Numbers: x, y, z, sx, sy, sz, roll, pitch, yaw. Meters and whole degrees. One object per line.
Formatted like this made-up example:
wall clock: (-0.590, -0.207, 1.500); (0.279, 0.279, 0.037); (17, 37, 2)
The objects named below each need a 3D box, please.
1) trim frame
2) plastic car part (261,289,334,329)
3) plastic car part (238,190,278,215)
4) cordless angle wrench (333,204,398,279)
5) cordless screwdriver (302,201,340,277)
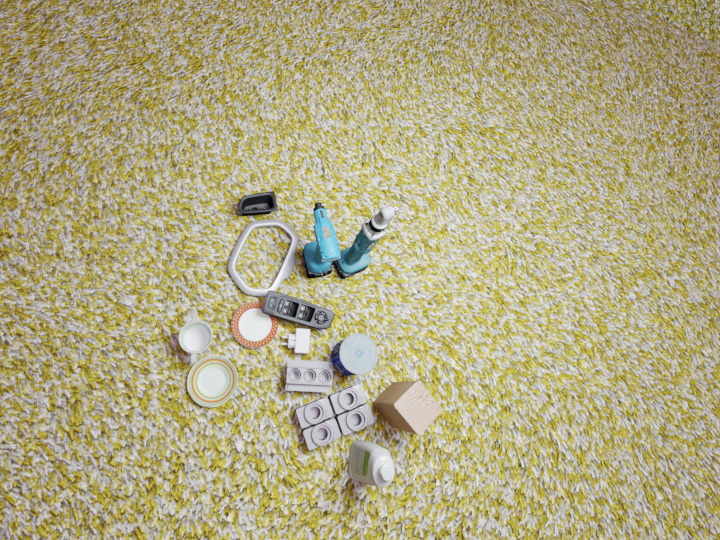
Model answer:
trim frame: (-0.286, -0.042, 1.261); (0.184, 0.027, 0.250); (21, 70, -1)
plastic car part: (-0.177, 0.119, 1.200); (0.202, 0.067, 0.067); (17, 71, -3)
plastic car part: (-0.314, -0.193, 1.285); (0.114, 0.071, 0.067); (-10, 75, -13)
cordless angle wrench: (0.011, -0.073, 1.104); (0.096, 0.422, 0.076); (-22, 81, -18)
cordless screwdriver: (-0.115, -0.075, 1.179); (0.073, 0.248, 0.163); (-10, 76, -16)
